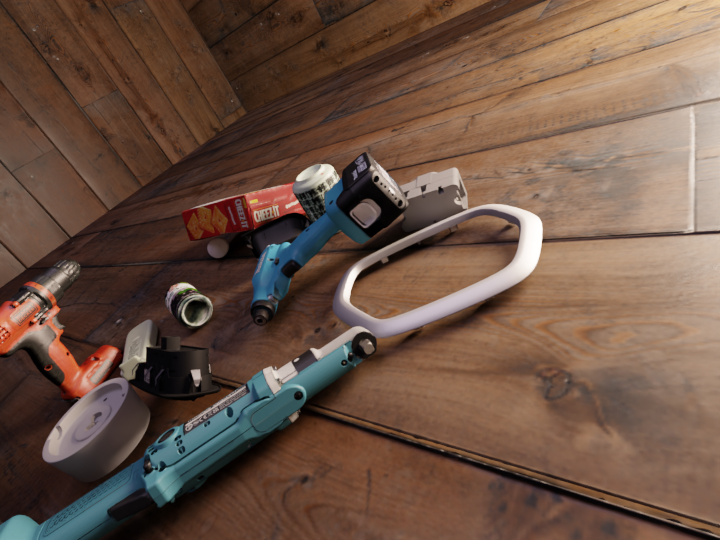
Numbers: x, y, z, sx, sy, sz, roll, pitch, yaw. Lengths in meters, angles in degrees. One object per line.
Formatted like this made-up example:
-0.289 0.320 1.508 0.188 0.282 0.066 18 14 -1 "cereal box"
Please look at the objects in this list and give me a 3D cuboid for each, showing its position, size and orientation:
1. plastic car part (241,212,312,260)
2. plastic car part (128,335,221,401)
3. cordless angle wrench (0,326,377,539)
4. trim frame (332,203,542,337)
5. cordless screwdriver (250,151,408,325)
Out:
-0.131 -0.045 0.712 0.117 0.063 0.074 -26 43 3 "plastic car part"
-0.210 0.109 0.479 0.211 0.063 0.067 -6 76 54 "plastic car part"
-0.164 0.174 0.384 0.419 0.073 0.101 -32 12 -10 "cordless angle wrench"
0.080 -0.005 0.482 0.251 0.026 0.190 -27 30 10 "trim frame"
-0.055 -0.036 0.563 0.252 0.071 0.163 -38 25 23 "cordless screwdriver"
